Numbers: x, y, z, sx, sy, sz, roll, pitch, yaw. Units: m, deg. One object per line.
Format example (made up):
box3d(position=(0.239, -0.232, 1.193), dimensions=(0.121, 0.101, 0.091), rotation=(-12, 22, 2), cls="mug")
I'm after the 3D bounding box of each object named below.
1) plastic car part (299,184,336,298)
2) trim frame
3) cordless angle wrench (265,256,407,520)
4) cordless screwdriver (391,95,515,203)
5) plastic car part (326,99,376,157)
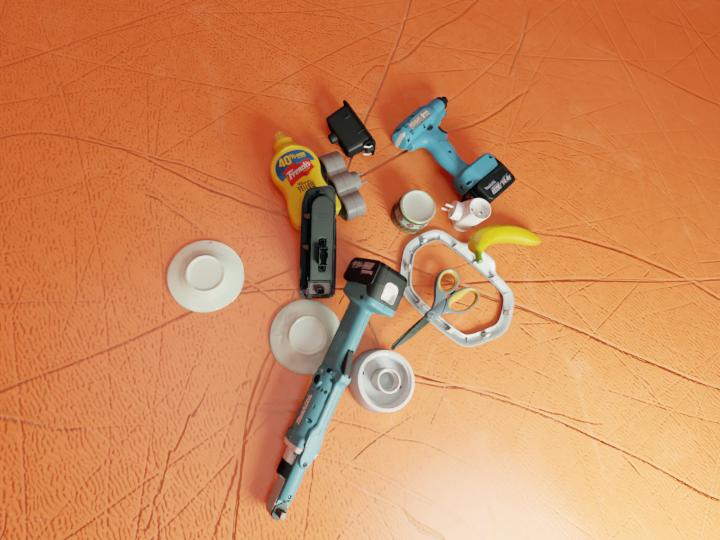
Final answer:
box3d(position=(-0.072, -0.047, 0.734), dimensions=(0.066, 0.068, 0.202), rotation=(1, 95, -6), cls="plastic car part")
box3d(position=(0.187, 0.030, 0.813), dimensions=(0.251, 0.027, 0.183), rotation=(41, 70, 5), cls="trim frame")
box3d(position=(-0.050, 0.183, 0.687), dimensions=(0.071, 0.103, 0.424), rotation=(32, 76, -33), cls="cordless angle wrench")
box3d(position=(0.203, -0.249, 0.876), dimensions=(0.253, 0.074, 0.158), rotation=(43, 71, 8), cls="cordless screwdriver")
box3d(position=(-0.028, -0.275, 0.852), dimensions=(0.071, 0.065, 0.119), rotation=(-34, 80, -5), cls="plastic car part")
